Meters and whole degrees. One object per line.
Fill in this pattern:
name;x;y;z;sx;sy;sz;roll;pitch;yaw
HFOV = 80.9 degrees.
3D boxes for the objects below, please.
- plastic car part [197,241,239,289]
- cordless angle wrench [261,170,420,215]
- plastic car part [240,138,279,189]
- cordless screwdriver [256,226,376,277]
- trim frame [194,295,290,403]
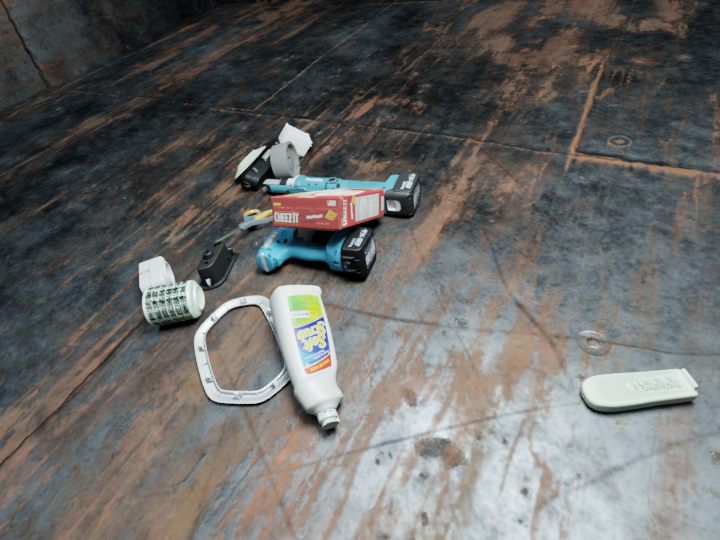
plastic car part;-0.328;-0.021;0.944;0.067;0.068;0.119;-1;42;11
cordless angle wrench;-0.067;-0.206;1.072;0.440;0.071;0.098;9;47;24
plastic car part;-0.277;-0.295;1.221;0.068;0.066;0.203;29;52;3
cordless screwdriver;-0.090;-0.059;0.925;0.257;0.071;0.160;2;39;21
trim frame;-0.216;0.137;0.788;0.182;0.026;0.262;-24;43;-12
